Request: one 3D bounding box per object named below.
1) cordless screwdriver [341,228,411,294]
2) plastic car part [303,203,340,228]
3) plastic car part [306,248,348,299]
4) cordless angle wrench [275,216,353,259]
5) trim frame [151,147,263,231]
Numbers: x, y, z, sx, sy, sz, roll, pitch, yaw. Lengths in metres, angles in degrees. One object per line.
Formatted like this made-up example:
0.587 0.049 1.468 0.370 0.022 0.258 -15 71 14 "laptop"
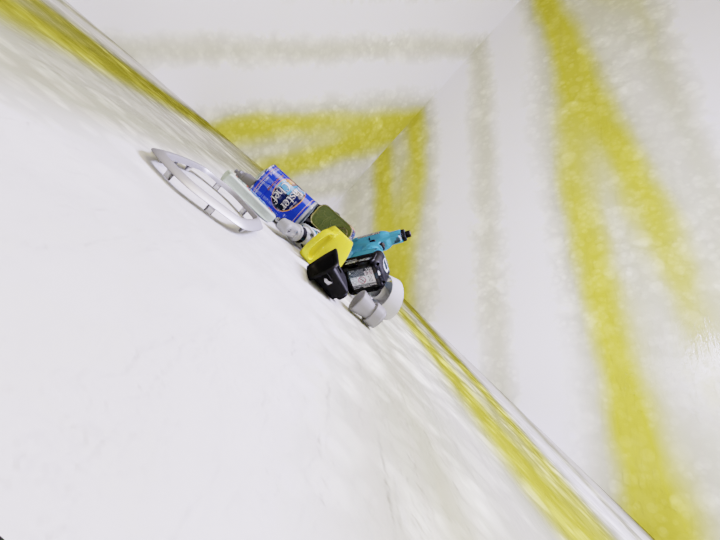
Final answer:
0.042 -0.037 1.014 0.250 0.162 0.072 -71 143 -65 "cordless screwdriver"
-0.156 -0.151 1.119 0.204 0.067 0.066 18 -32 1 "plastic car part"
-0.049 0.015 0.726 0.069 0.066 0.119 56 3 -17 "plastic car part"
-0.102 -0.066 1.039 0.101 0.074 0.408 44 6 16 "cordless angle wrench"
-0.225 -0.120 0.637 0.183 0.027 0.250 43 5 -6 "trim frame"
